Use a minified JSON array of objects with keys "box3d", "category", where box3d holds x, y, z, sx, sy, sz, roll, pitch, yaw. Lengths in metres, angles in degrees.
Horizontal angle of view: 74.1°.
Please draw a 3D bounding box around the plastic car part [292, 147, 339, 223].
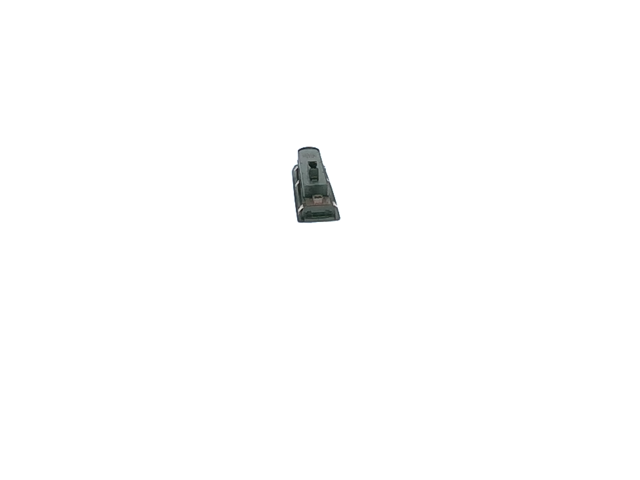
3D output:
[{"box3d":[-0.016,-0.104,0.717,0.066,0.067,0.202,-10,33,0],"category":"plastic car part"}]
